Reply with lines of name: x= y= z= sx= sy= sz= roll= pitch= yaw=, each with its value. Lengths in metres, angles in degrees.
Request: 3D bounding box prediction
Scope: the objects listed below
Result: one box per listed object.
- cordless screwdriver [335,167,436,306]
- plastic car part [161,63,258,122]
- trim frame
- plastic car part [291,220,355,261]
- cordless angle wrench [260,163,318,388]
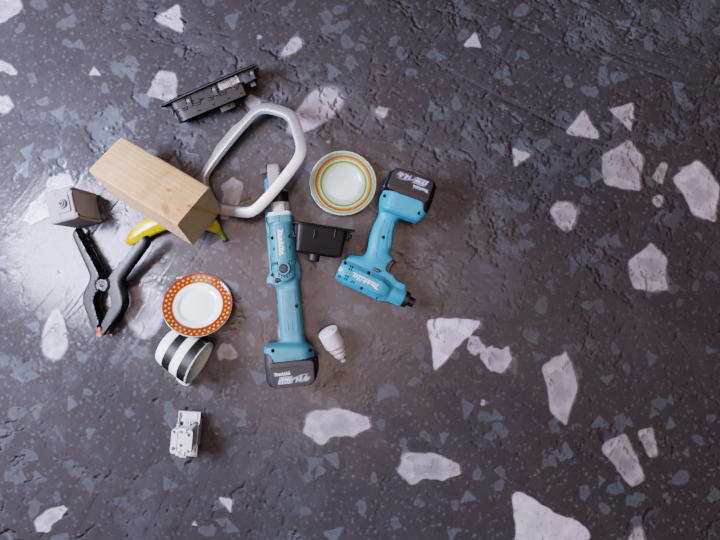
cordless screwdriver: x=0.073 y=-0.060 z=0.815 sx=0.159 sy=0.074 sz=0.248 roll=25 pitch=90 yaw=0
plastic car part: x=-0.292 y=-0.346 z=0.844 sx=0.202 sy=0.069 sz=0.065 roll=-20 pitch=114 yaw=-3
trim frame: x=-0.211 y=-0.213 z=0.821 sx=0.191 sy=0.026 sz=0.248 roll=41 pitch=94 yaw=18
plastic car part: x=-0.078 y=-0.051 z=0.794 sx=0.112 sy=0.068 sz=0.071 roll=4 pitch=86 yaw=-23
cordless angle wrench: x=-0.147 y=0.000 z=0.811 sx=0.098 sy=0.074 sz=0.426 roll=-6 pitch=83 yaw=-2
